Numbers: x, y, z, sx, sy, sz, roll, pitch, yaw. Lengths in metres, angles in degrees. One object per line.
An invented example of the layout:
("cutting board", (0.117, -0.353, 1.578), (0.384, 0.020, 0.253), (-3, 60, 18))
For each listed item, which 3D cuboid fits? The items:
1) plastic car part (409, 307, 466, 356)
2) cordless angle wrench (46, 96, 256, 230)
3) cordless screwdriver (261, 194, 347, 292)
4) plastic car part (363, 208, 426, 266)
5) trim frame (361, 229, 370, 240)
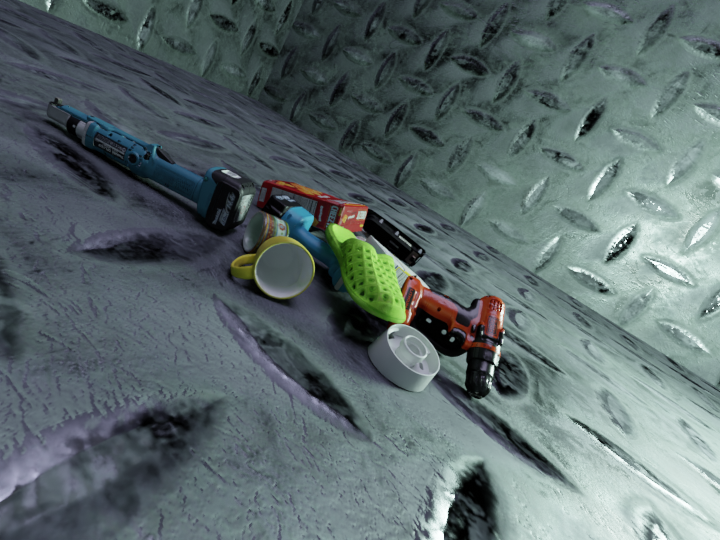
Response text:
("plastic car part", (0.149, 0.112, 0.792), (0.120, 0.066, 0.069), (39, 5, 15))
("cordless angle wrench", (-0.396, -0.205, 0.770), (0.429, 0.097, 0.074), (27, 17, 7))
("cordless screwdriver", (-0.084, -0.055, 0.856), (0.256, 0.074, 0.154), (39, 17, 15))
("plastic car part", (0.077, -0.085, 1.160), (0.205, 0.066, 0.066), (41, 33, 5))
("trim frame", (-0.003, -0.077, 1.116), (0.175, 0.027, 0.263), (14, 22, -38))
